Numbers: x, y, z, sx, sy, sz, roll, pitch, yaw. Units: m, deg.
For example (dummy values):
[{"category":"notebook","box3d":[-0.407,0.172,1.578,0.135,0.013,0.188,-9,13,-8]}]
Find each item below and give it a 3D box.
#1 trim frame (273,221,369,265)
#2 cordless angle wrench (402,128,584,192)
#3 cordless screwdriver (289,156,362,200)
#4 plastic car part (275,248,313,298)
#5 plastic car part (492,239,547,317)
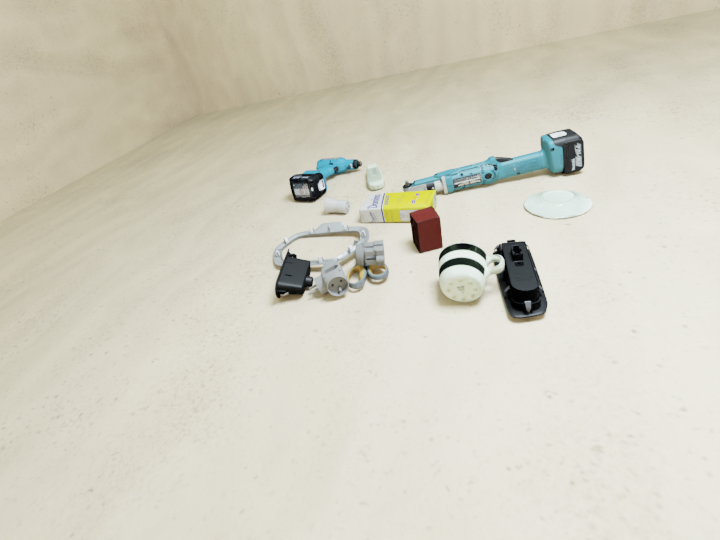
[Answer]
[{"category":"trim frame","box3d":[-0.098,-0.064,1.004,0.258,0.026,0.184,-4,32,27]},{"category":"cordless angle wrench","box3d":[0.319,-0.251,1.070,0.432,0.094,0.076,-12,30,15]},{"category":"cordless screwdriver","box3d":[-0.108,-0.301,1.343,0.166,0.072,0.247,3,33,27]},{"category":"plastic car part","box3d":[-0.134,0.016,0.888,0.071,0.064,0.119,3,37,2]},{"category":"plastic car part","box3d":[0.274,0.001,0.724,0.068,0.064,0.206,0,37,11]}]
